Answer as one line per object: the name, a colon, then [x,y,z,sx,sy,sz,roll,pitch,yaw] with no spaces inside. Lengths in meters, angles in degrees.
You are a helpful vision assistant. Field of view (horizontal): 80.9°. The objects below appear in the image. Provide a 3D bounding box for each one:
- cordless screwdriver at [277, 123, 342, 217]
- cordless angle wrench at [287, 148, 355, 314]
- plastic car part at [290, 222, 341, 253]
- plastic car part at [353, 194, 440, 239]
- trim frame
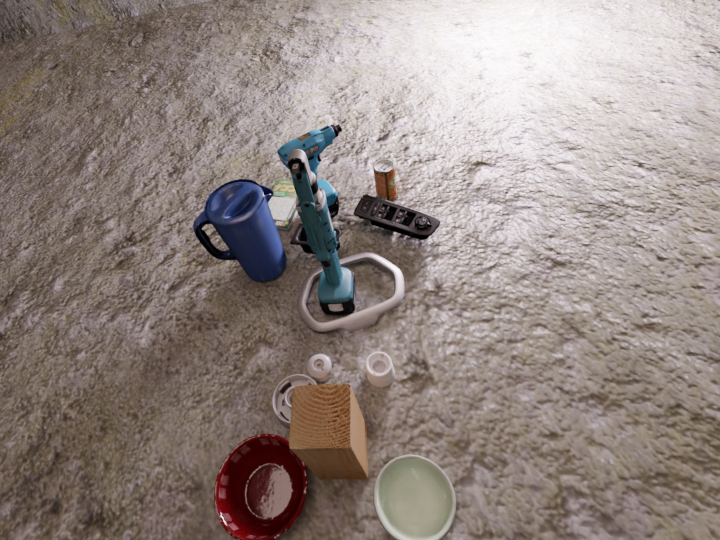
cordless screwdriver: [-0.101,-0.237,1.048,0.157,0.238,0.078,-30,54,-13]
cordless angle wrench: [-0.072,-0.058,0.798,0.075,0.405,0.101,-3,53,7]
plastic car part: [-0.100,-0.066,1.026,0.121,0.068,0.066,10,56,19]
plastic car part: [0.088,-0.119,1.024,0.212,0.064,0.066,18,59,25]
trim frame: [-0.024,0.048,0.947,0.248,0.026,0.193,-20,51,-2]
